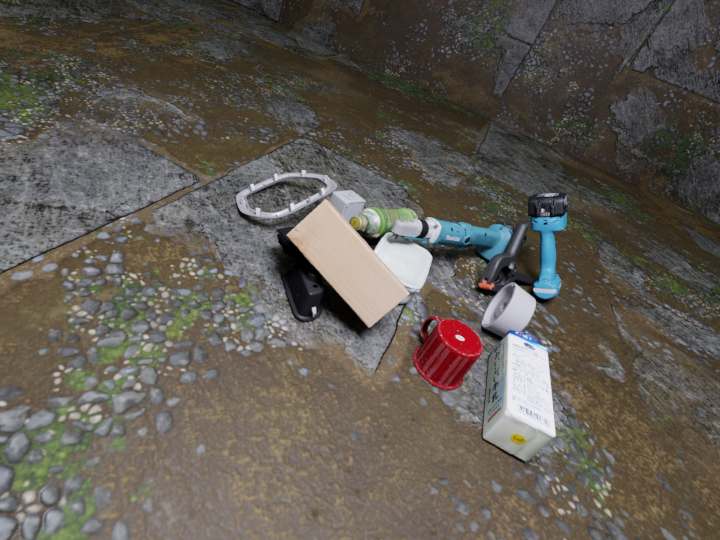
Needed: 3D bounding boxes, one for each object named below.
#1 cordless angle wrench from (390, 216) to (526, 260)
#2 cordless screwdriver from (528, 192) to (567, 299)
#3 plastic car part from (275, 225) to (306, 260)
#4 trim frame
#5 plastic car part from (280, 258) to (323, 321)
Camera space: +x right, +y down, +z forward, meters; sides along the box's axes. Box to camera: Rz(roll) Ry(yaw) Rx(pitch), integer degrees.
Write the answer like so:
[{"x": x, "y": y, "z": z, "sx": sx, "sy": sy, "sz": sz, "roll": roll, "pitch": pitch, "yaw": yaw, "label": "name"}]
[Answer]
[{"x": 0.230, "y": -0.081, "z": 0.984, "sx": 0.403, "sy": 0.097, "sz": 0.079, "roll": 4, "pitch": 29, "yaw": -38, "label": "cordless angle wrench"}, {"x": 0.463, "y": -0.065, "z": 1.036, "sx": 0.078, "sy": 0.246, "sz": 0.153, "roll": 2, "pitch": 10, "yaw": 32, "label": "cordless screwdriver"}, {"x": -0.083, "y": -0.055, "z": 0.852, "sx": 0.069, "sy": 0.066, "sz": 0.195, "roll": 41, "pitch": 37, "yaw": 27, "label": "plastic car part"}, {"x": -0.166, "y": -0.178, "z": 0.956, "sx": 0.194, "sy": 0.027, "sz": 0.242, "roll": 26, "pitch": 42, "yaw": 33, "label": "trim frame"}, {"x": -0.092, "y": 0.024, "z": 0.742, "sx": 0.063, "sy": 0.070, "sz": 0.122, "roll": 4, "pitch": 36, "yaw": -25, "label": "plastic car part"}]
